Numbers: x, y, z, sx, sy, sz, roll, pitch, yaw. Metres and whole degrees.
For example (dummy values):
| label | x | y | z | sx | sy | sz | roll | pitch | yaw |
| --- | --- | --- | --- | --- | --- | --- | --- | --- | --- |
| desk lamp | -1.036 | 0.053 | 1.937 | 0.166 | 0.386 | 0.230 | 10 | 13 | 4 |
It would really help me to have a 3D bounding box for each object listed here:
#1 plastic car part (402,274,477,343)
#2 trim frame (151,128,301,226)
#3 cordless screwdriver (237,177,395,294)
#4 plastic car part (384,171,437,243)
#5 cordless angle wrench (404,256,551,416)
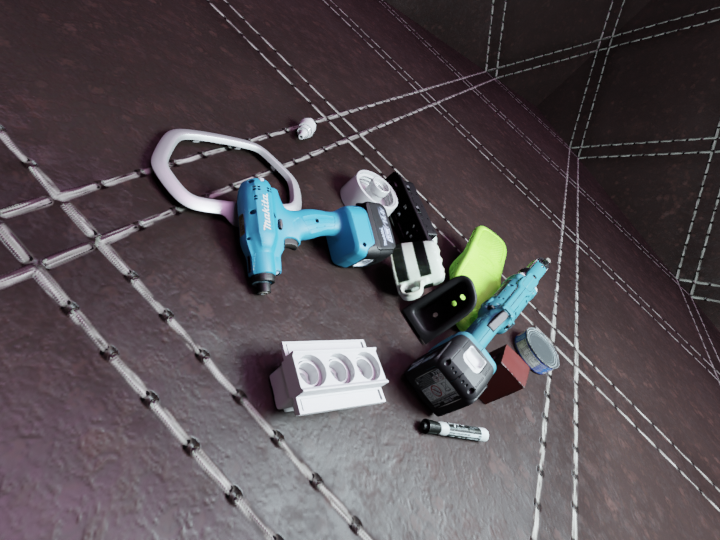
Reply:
| label | x | y | z | sx | sy | sz | roll | pitch | yaw |
| --- | --- | --- | --- | --- | --- | --- | --- | --- | --- |
| plastic car part | 0.140 | 0.059 | 0.688 | 0.068 | 0.118 | 0.068 | 58 | 16 | 17 |
| trim frame | -0.195 | -0.144 | 0.648 | 0.237 | 0.028 | 0.191 | -2 | 54 | -46 |
| cordless screwdriver | -0.061 | -0.040 | 0.624 | 0.237 | 0.076 | 0.163 | 5 | 66 | -37 |
| plastic car part | 0.100 | -0.111 | 0.828 | 0.065 | 0.066 | 0.211 | -5 | 58 | -27 |
| cordless angle wrench | 0.226 | 0.073 | 0.696 | 0.076 | 0.099 | 0.412 | 50 | 47 | 7 |
